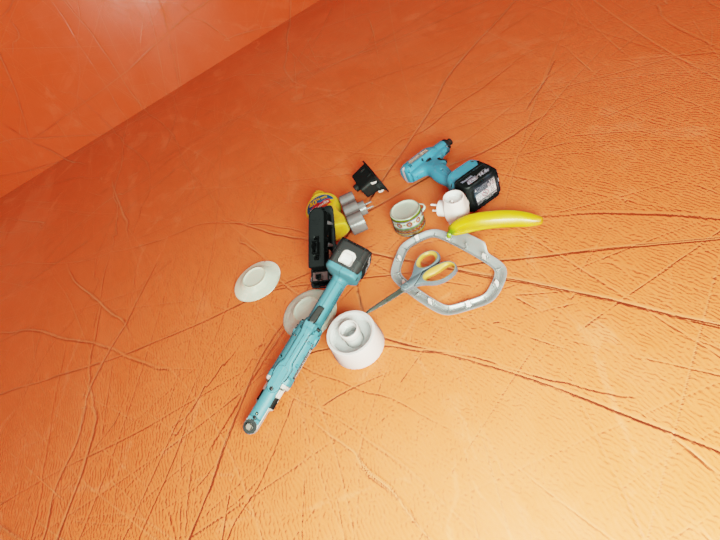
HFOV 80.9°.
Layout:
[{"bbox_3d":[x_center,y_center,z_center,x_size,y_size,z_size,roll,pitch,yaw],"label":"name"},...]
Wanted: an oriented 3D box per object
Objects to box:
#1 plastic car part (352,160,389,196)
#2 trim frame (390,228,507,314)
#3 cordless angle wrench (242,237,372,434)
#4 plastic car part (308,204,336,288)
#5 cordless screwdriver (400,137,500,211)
[{"bbox_3d":[0.014,-0.239,1.142,0.071,0.062,0.122,-41,40,8],"label":"plastic car part"},{"bbox_3d":[0.172,-0.007,0.870,0.183,0.026,0.263,-41,43,-11],"label":"trim frame"},{"bbox_3d":[-0.109,0.130,0.852,0.076,0.095,0.423,27,73,10],"label":"cordless angle wrench"},{"bbox_3d":[-0.097,-0.063,0.992,0.069,0.063,0.207,-12,67,28],"label":"plastic car part"},{"bbox_3d":[0.228,-0.245,1.020,0.158,0.070,0.263,-39,41,-9],"label":"cordless screwdriver"}]
